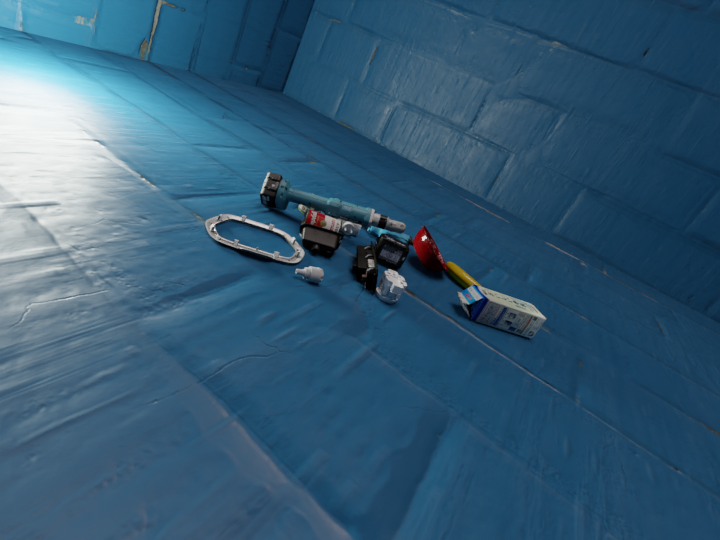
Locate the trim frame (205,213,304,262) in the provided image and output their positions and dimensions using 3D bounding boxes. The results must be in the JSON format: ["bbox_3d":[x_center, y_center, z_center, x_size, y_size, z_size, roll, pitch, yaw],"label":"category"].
[{"bbox_3d":[-0.250,-0.081,1.019,0.241,0.027,0.191,18,25,-17],"label":"trim frame"}]

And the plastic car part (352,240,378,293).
[{"bbox_3d":[0.013,-0.016,1.094,0.068,0.064,0.206,-1,26,4],"label":"plastic car part"}]

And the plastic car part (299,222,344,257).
[{"bbox_3d":[-0.107,-0.070,1.098,0.114,0.065,0.073,16,39,-11],"label":"plastic car part"}]

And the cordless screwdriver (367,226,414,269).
[{"bbox_3d":[0.105,-0.082,1.293,0.158,0.074,0.253,22,20,-8],"label":"cordless screwdriver"}]

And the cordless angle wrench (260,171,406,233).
[{"bbox_3d":[-0.075,-0.178,1.215,0.424,0.075,0.097,16,-18,1],"label":"cordless angle wrench"}]
